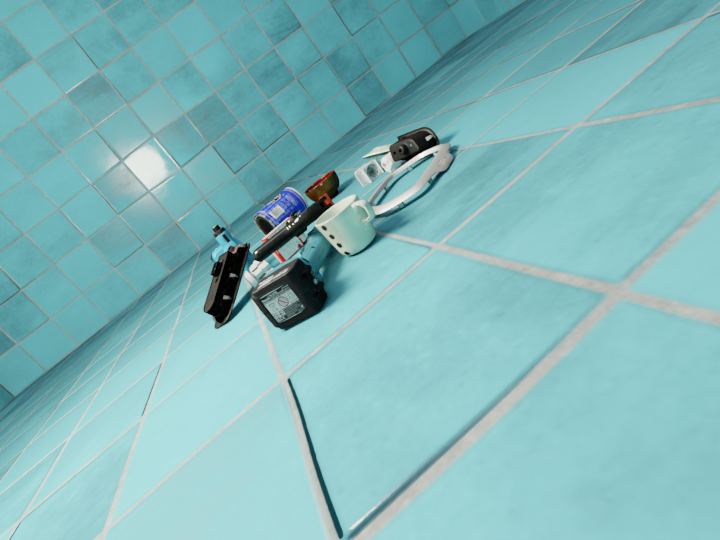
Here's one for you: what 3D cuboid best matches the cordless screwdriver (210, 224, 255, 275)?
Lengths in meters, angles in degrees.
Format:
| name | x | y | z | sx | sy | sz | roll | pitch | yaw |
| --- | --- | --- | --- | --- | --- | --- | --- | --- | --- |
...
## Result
| name | x | y | z | sx | sy | sz | roll | pitch | yaw |
| --- | --- | --- | --- | --- | --- | --- | --- | --- | --- |
| cordless screwdriver | -0.349 | -0.047 | 1.123 | 0.074 | 0.155 | 0.257 | -43 | 17 | -19 |

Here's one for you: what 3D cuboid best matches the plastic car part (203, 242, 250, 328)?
| name | x | y | z | sx | sy | sz | roll | pitch | yaw |
| --- | --- | --- | --- | --- | --- | --- | --- | --- | --- |
| plastic car part | -0.292 | 0.023 | 0.914 | 0.068 | 0.063 | 0.208 | -21 | 51 | 32 |

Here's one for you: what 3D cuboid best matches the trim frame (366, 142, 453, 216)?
| name | x | y | z | sx | sy | sz | roll | pitch | yaw |
| --- | --- | --- | --- | --- | --- | --- | --- | --- | --- |
| trim frame | 0.093 | -0.178 | 0.831 | 0.190 | 0.027 | 0.247 | -21 | 24 | 42 |

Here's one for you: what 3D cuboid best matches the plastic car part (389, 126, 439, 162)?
| name | x | y | z | sx | sy | sz | roll | pitch | yaw |
| --- | --- | --- | --- | --- | --- | --- | --- | --- | --- |
| plastic car part | 0.109 | -0.276 | 0.945 | 0.069 | 0.065 | 0.121 | -28 | 13 | -27 |

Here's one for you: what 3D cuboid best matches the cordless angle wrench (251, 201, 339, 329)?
| name | x | y | z | sx | sy | sz | roll | pitch | yaw |
| --- | --- | --- | --- | --- | --- | --- | --- | --- | --- |
| cordless angle wrench | -0.077 | -0.050 | 0.784 | 0.100 | 0.072 | 0.426 | -30 | 18 | 22 |
